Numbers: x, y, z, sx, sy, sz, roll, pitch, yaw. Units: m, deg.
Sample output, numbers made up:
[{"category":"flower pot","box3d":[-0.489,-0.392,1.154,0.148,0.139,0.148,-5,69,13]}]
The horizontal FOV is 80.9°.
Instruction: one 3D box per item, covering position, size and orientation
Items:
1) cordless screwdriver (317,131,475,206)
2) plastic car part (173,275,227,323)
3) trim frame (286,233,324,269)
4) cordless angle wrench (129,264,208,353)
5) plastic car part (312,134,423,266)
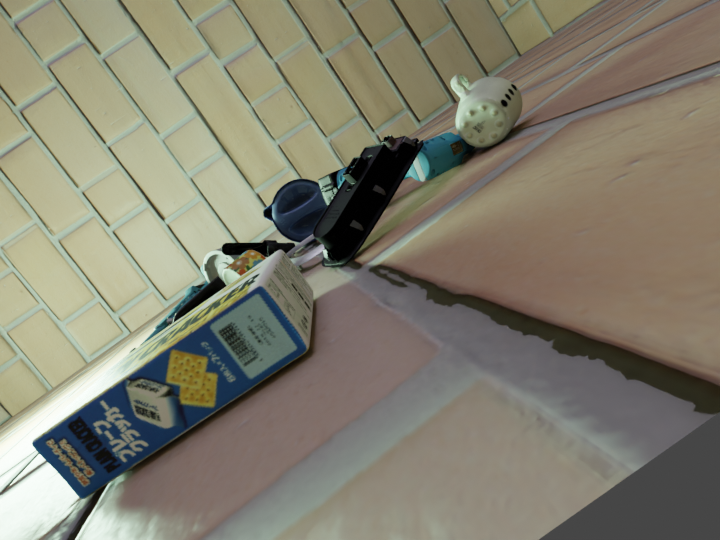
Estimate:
[{"category":"cordless screwdriver","box3d":[0.057,-0.164,0.693,0.259,0.073,0.155,-9,17,48]},{"category":"plastic car part","box3d":[-0.268,0.078,0.722,0.115,0.066,0.071,-44,-2,-25]},{"category":"trim frame","box3d":[-0.071,-0.046,0.727,0.182,0.027,0.257,-39,15,-20]},{"category":"cordless angle wrench","box3d":[-0.341,0.070,0.873,0.075,0.095,0.428,-32,17,17]},{"category":"plastic car part","box3d":[0.003,-0.096,0.529,0.070,0.063,0.203,11,69,48]}]
